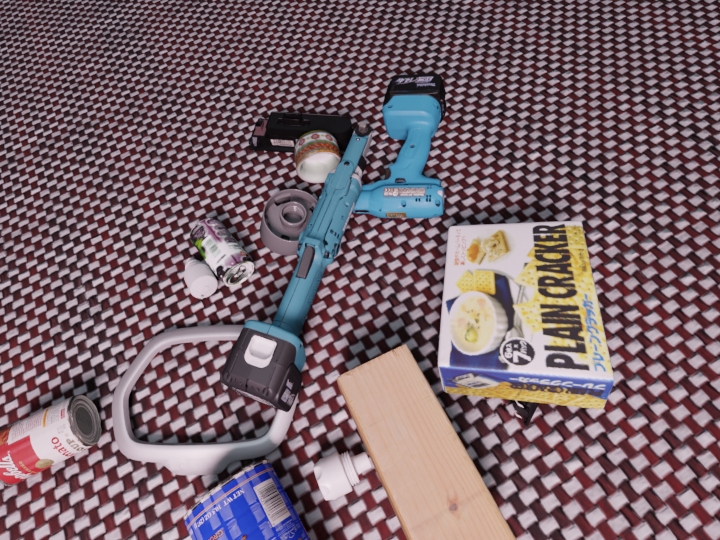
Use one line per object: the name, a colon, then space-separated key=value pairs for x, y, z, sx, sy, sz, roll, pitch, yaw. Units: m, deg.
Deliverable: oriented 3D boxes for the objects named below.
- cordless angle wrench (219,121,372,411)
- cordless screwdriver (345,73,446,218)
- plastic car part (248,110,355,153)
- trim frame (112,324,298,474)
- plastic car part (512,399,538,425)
cordless angle wrench: x=-0.056 y=-0.037 z=0.571 sx=0.076 sy=0.095 sz=0.427 roll=14 pitch=64 yaw=11
cordless screwdriver: x=0.057 y=-0.196 z=0.680 sx=0.164 sy=0.071 sz=0.253 roll=1 pitch=66 yaw=18
plastic car part: x=-0.096 y=-0.244 z=0.733 sx=0.206 sy=0.065 sz=0.067 roll=10 pitch=57 yaw=9
trim frame: x=-0.203 y=0.161 z=0.549 sx=0.250 sy=0.026 sz=0.189 roll=-5 pitch=61 yaw=3
plastic car part: x=0.195 y=0.111 z=0.509 sx=0.075 sy=0.063 sz=0.116 roll=21 pitch=63 yaw=31
